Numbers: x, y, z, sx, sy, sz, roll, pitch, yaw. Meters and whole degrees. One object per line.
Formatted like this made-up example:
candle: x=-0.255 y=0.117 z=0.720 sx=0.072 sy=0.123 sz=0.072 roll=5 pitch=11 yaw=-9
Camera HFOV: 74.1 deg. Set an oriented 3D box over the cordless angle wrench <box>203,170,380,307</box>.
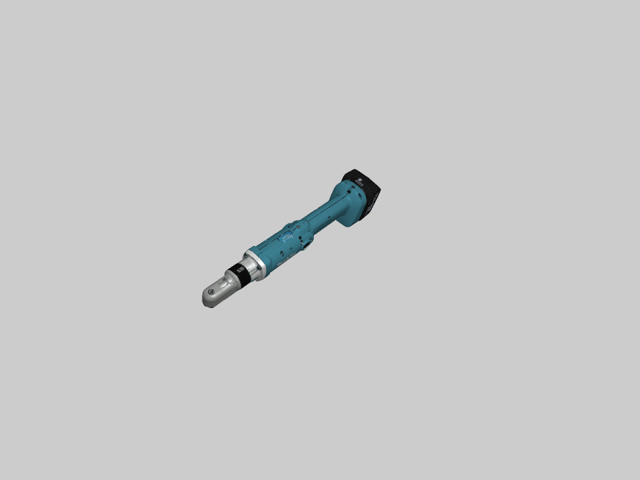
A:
cordless angle wrench: x=-0.045 y=-0.006 z=0.788 sx=0.421 sy=0.074 sz=0.098 roll=-36 pitch=-21 yaw=-36
